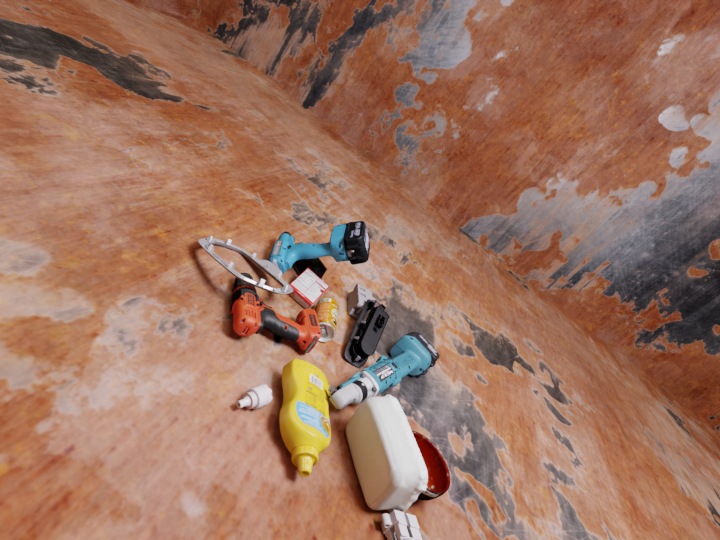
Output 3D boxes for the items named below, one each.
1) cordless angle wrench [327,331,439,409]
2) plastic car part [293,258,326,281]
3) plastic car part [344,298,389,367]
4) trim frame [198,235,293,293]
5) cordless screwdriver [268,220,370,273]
[{"bbox_3d":[0.055,0.218,0.903,0.102,0.074,0.405,46,22,19],"label":"cordless angle wrench"},{"bbox_3d":[-0.131,-0.017,1.114,0.062,0.071,0.122,9,39,-49],"label":"plastic car part"},{"bbox_3d":[0.025,0.144,0.996,0.065,0.069,0.202,49,42,-16],"label":"plastic car part"},{"bbox_3d":[-0.251,-0.016,0.929,0.262,0.027,0.175,32,8,32],"label":"trim frame"},{"bbox_3d":[-0.104,-0.068,1.065,0.163,0.253,0.071,-85,161,-54],"label":"cordless screwdriver"}]
